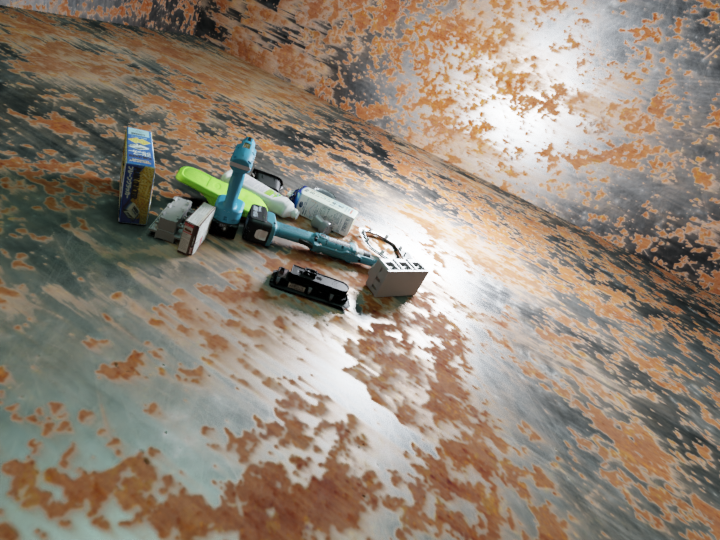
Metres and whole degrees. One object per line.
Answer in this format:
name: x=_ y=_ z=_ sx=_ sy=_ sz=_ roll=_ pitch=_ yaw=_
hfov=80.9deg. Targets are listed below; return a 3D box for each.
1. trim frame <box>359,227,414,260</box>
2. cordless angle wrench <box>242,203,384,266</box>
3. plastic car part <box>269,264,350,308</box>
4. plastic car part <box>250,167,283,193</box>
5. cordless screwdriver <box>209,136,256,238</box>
trim frame: x=0.081 y=-0.077 z=1.329 sx=0.179 sy=0.027 sz=0.256 roll=25 pitch=17 yaw=-16
cordless angle wrench: x=-0.116 y=-0.076 z=1.187 sx=0.410 sy=0.074 sz=0.101 roll=17 pitch=31 yaw=-17
plastic car part: x=-0.113 y=0.031 z=1.022 sx=0.200 sy=0.067 sz=0.067 roll=23 pitch=22 yaw=-7
plastic car part: x=-0.311 y=-0.279 z=1.400 sx=0.113 sy=0.066 sz=0.073 roll=17 pitch=45 yaw=-19
cordless screwdriver: x=-0.320 y=-0.215 z=1.082 sx=0.072 sy=0.247 sz=0.164 roll=17 pitch=35 yaw=-16
